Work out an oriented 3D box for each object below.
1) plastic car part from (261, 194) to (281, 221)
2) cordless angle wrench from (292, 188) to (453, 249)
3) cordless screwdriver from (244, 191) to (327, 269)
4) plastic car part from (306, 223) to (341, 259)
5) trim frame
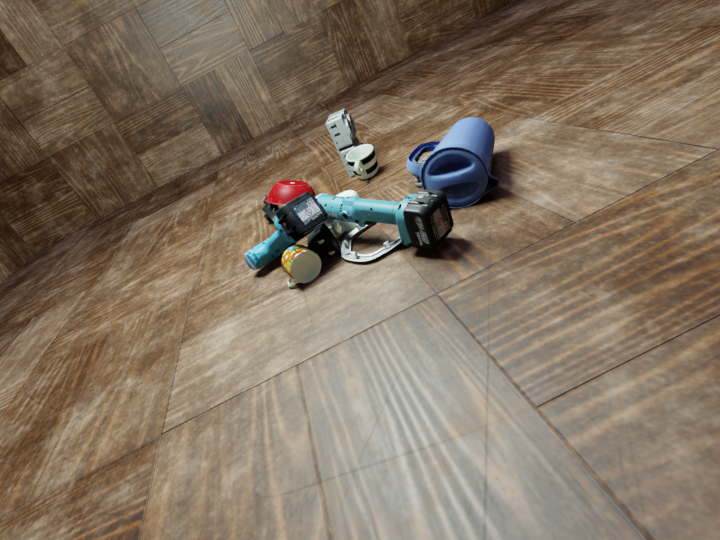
[{"bbox_3d":[-0.262,-0.178,1.287,0.067,0.063,0.213,-43,31,-9],"label":"plastic car part"},{"bbox_3d":[-0.013,-0.126,0.895,0.447,0.094,0.073,15,48,45],"label":"cordless angle wrench"},{"bbox_3d":[-0.163,-0.092,0.983,0.156,0.074,0.254,-38,3,-41],"label":"cordless screwdriver"},{"bbox_3d":[-0.095,-0.062,0.971,0.071,0.063,0.120,-40,24,6],"label":"plastic car part"},{"bbox_3d":[0.064,-0.095,0.914,0.246,0.026,0.193,-32,30,-11],"label":"trim frame"}]
